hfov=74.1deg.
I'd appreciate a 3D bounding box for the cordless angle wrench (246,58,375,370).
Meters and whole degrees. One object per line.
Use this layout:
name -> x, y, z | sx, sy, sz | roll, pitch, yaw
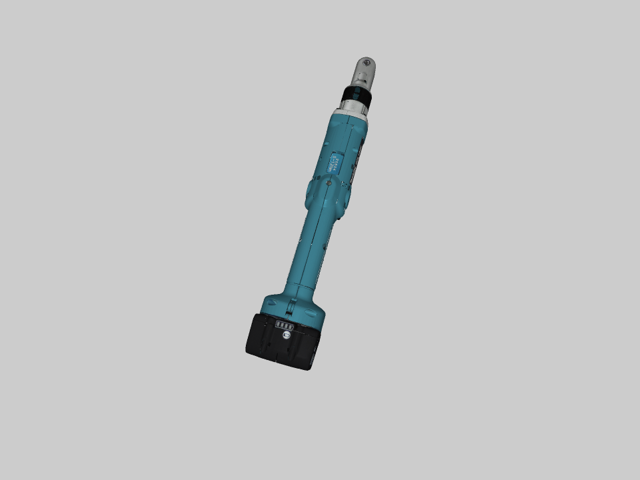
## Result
cordless angle wrench -> 0.010, -0.055, 0.541 | 0.074, 0.422, 0.098 | 15, -15, 6
